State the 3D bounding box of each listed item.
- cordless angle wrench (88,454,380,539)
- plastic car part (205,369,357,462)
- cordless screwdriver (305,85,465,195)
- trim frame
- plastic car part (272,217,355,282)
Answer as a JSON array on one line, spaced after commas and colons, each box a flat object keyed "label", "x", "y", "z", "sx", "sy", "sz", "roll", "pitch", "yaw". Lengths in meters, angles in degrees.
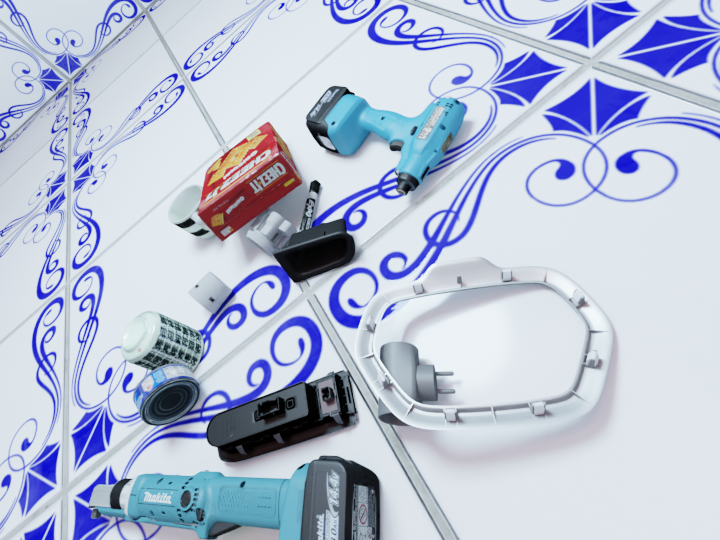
[{"label": "cordless angle wrench", "x": -0.184, "y": 0.273, "z": 0.496, "sx": 0.437, "sy": 0.070, "sz": 0.100, "roll": -13, "pitch": 55, "yaw": 28}, {"label": "plastic car part", "x": -0.108, "y": 0.180, "z": 0.512, "sx": 0.206, "sy": 0.063, "sz": 0.069, "roll": -26, "pitch": 58, "yaw": 19}, {"label": "cordless screwdriver", "x": 0.019, "y": -0.209, "z": 0.669, "sx": 0.263, "sy": 0.070, "sz": 0.159, "roll": 23, "pitch": 75, "yaw": 36}, {"label": "trim frame", "x": 0.115, "y": 0.065, "z": 0.430, "sx": 0.254, "sy": 0.026, "sz": 0.190, "roll": -10, "pitch": 49, "yaw": 14}, {"label": "plastic car part", "x": -0.061, "y": -0.040, "z": 0.625, "sx": 0.119, "sy": 0.063, "sz": 0.073, "roll": -20, "pitch": 39, "yaw": 16}]
